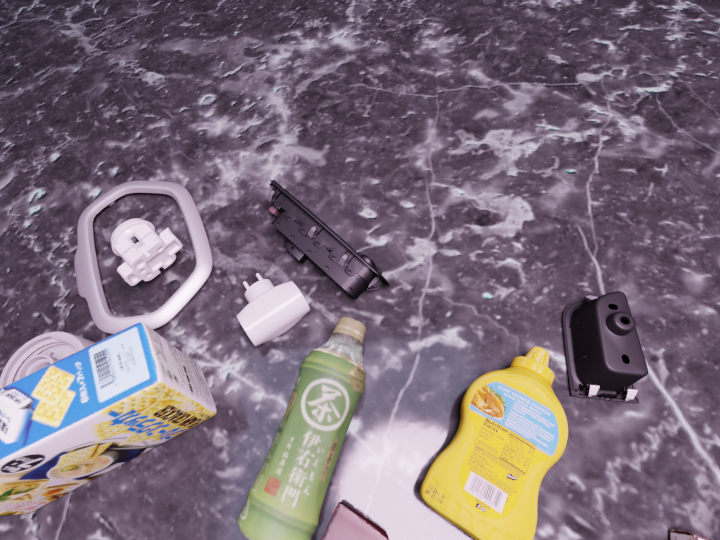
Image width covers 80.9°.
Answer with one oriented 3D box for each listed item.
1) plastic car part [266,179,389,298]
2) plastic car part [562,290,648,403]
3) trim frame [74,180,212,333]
[{"bbox_3d":[-0.053,-0.034,0.537,0.211,0.064,0.067,37,80,22],"label":"plastic car part"},{"bbox_3d":[0.260,0.071,0.444,0.067,0.069,0.119,4,65,3],"label":"plastic car part"},{"bbox_3d":[-0.303,-0.030,0.580,0.182,0.027,0.259,-25,64,-9],"label":"trim frame"}]
